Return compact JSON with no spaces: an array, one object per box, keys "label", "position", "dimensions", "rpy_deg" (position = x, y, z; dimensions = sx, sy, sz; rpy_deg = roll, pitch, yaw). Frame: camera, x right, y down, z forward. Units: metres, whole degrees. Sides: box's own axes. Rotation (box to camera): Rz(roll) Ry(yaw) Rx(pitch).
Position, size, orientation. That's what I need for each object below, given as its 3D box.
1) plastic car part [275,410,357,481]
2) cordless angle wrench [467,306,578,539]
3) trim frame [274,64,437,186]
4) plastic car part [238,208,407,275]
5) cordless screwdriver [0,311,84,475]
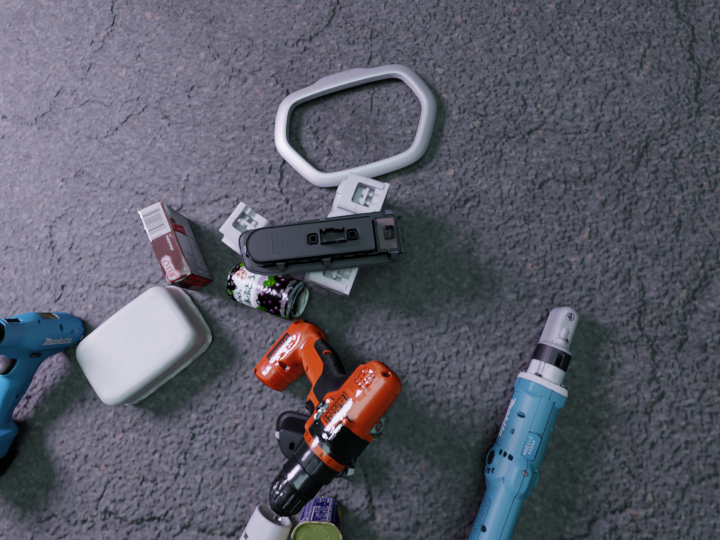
[{"label":"plastic car part","position":[-0.058,0.224,0.534],"dimensions":[0.117,0.070,0.066],"rpy_deg":[15,81,3]},{"label":"cordless angle wrench","position":[0.179,0.236,0.504],"dimensions":[0.075,0.097,0.424],"rpy_deg":[25,79,2]},{"label":"trim frame","position":[-0.008,-0.223,0.637],"dimensions":[0.250,0.027,0.187],"rpy_deg":[-16,79,4]},{"label":"plastic car part","position":[-0.049,-0.032,0.497],"dimensions":[0.205,0.066,0.066],"rpy_deg":[-6,88,6]},{"label":"cordless screwdriver","position":[-0.477,0.165,0.539],"dimensions":[0.075,0.157,0.249],"rpy_deg":[29,85,4]}]
